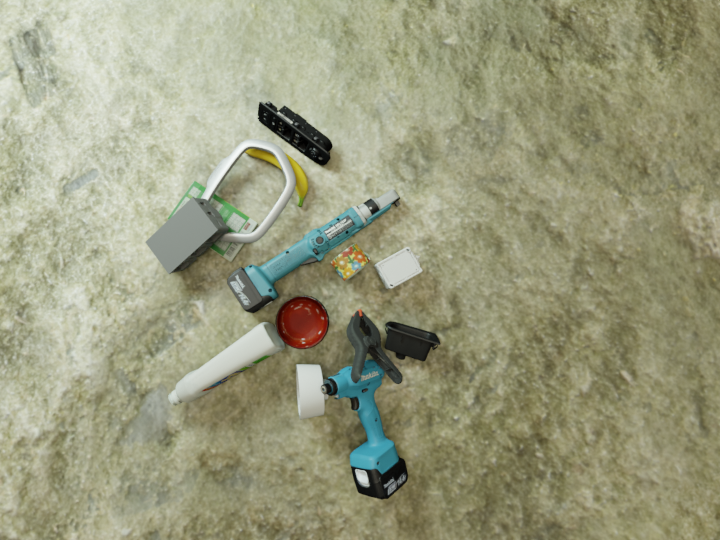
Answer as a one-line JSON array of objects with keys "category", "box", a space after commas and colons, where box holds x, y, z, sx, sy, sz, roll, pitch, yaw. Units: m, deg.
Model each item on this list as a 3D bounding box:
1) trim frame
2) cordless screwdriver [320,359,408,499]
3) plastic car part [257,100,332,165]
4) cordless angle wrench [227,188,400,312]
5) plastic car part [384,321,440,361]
[{"category": "trim frame", "box": [-0.254, -0.175, 0.939, 0.186, 0.027, 0.248, 34, 91, 4]}, {"category": "cordless screwdriver", "box": [0.003, 0.316, 0.841, 0.152, 0.077, 0.251, -5, 80, -45]}, {"category": "plastic car part", "box": [-0.143, -0.318, 0.973, 0.205, 0.066, 0.066, 41, 57, 5]}, {"category": "cordless angle wrench", "box": [-0.091, -0.060, 0.931, 0.420, 0.074, 0.099, -34, 86, -7]}, {"category": "plastic car part", "box": [0.102, 0.158, 0.910, 0.117, 0.066, 0.070, 13, 97, 3]}]
